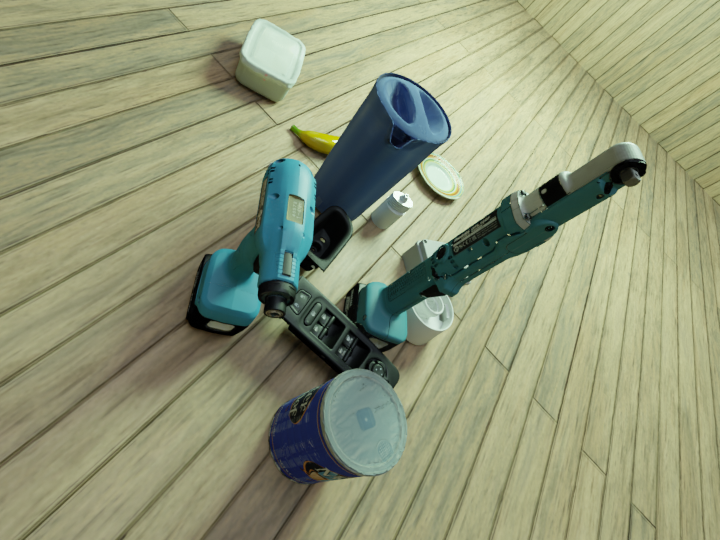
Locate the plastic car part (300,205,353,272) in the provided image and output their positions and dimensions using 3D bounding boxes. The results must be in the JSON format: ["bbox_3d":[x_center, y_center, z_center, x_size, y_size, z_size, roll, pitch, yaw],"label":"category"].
[{"bbox_3d":[-0.064,-0.042,0.655,0.066,0.072,0.115,43,47,-5],"label":"plastic car part"}]

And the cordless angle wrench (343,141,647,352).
[{"bbox_3d":[0.116,-0.008,0.507,0.072,0.429,0.100,25,52,-22],"label":"cordless angle wrench"}]

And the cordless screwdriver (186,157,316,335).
[{"bbox_3d":[-0.124,0.010,0.458,0.071,0.252,0.163,19,54,-26],"label":"cordless screwdriver"}]

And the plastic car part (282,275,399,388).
[{"bbox_3d":[-0.036,0.103,0.579,0.201,0.068,0.066,41,47,-4],"label":"plastic car part"}]
